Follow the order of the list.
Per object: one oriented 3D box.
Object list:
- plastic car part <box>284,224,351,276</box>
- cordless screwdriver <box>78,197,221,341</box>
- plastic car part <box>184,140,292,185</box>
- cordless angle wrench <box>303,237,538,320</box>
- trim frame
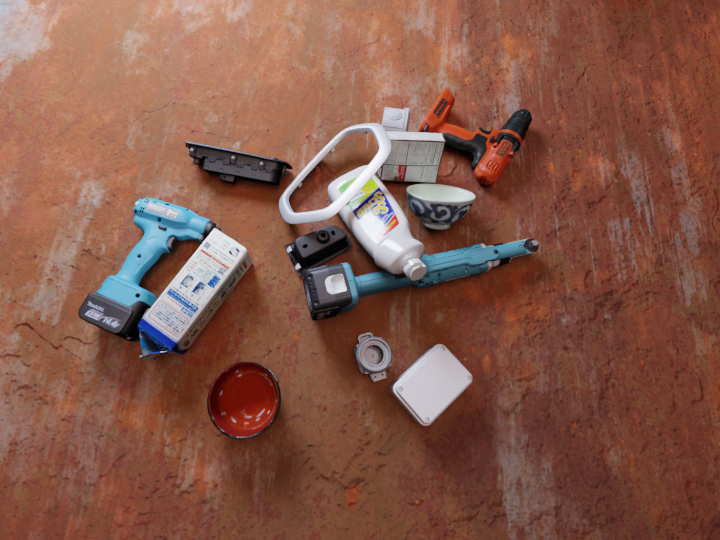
[{"bbox_3d":[-0.074,-0.048,0.754,0.116,0.070,0.067,-26,77,-7],"label":"plastic car part"},{"bbox_3d":[-0.358,-0.002,0.737,0.161,0.073,0.251,16,68,3],"label":"cordless screwdriver"},{"bbox_3d":[-0.233,-0.201,0.809,0.204,0.066,0.067,7,82,1],"label":"plastic car part"},{"bbox_3d":[0.114,0.000,0.736,0.417,0.097,0.076,-12,74,-9],"label":"cordless angle wrench"},{"bbox_3d":[-0.048,-0.177,0.765,0.248,0.026,0.195,-50,45,-6],"label":"trim frame"}]
